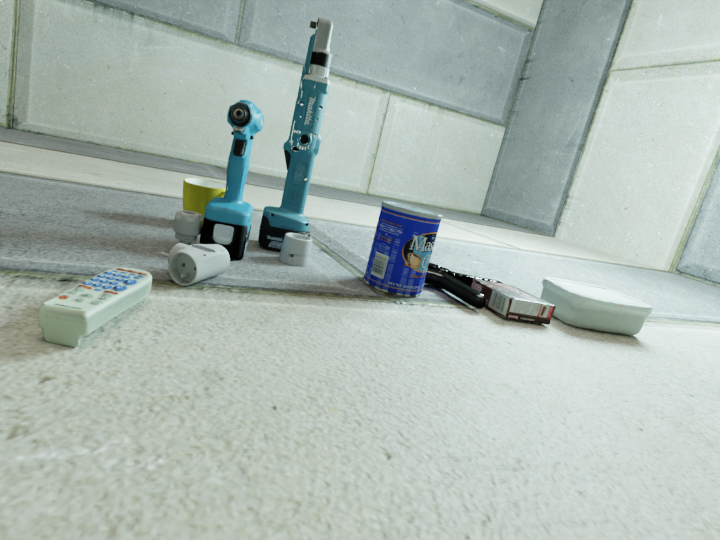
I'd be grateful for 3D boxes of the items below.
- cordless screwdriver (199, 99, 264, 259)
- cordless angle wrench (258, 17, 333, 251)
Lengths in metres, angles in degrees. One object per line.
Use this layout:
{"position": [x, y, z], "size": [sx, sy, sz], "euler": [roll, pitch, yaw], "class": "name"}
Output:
{"position": [-0.200, -0.142, 0.669], "size": [0.073, 0.246, 0.163], "euler": [11, 13, -12], "class": "cordless screwdriver"}
{"position": [-0.107, -0.243, 0.788], "size": [0.097, 0.419, 0.076], "euler": [12, 12, -8], "class": "cordless angle wrench"}
